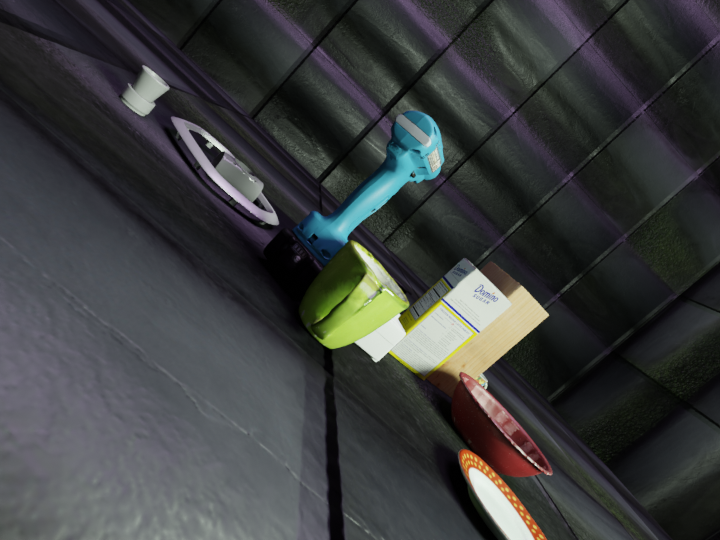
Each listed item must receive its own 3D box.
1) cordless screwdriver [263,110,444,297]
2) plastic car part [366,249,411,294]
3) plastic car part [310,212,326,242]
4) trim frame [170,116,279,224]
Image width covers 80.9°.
[{"bbox_3d":[0.005,-0.073,0.529,0.077,0.249,0.153,48,9,15],"label":"cordless screwdriver"},{"bbox_3d":[0.032,0.024,0.803,0.123,0.071,0.062,50,10,35],"label":"plastic car part"},{"bbox_3d":[-0.066,-0.043,0.677,0.065,0.067,0.205,43,8,-10],"label":"plastic car part"},{"bbox_3d":[-0.213,-0.157,0.671,0.261,0.027,0.175,49,9,29],"label":"trim frame"}]
